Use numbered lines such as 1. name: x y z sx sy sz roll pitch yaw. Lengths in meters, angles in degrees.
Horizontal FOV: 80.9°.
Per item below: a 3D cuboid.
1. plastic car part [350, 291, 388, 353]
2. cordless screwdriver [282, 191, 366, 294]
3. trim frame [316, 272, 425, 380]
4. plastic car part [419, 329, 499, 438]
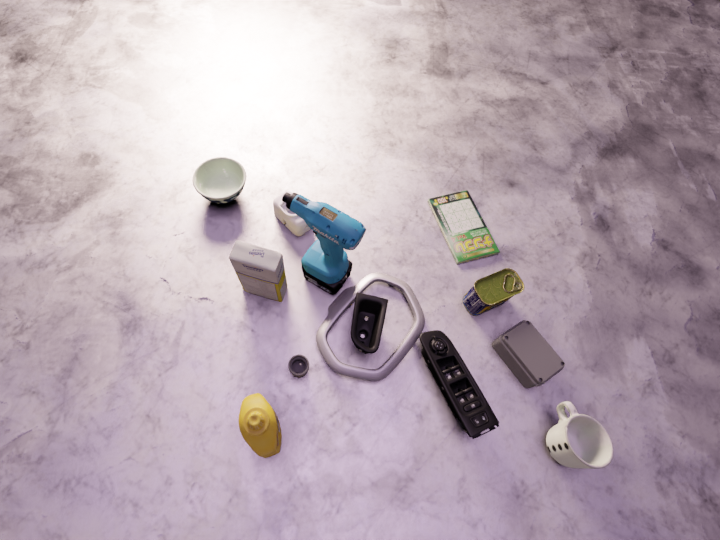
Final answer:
1. plastic car part: 0.011 0.114 0.847 0.066 0.069 0.118 12 64 0
2. cordless screwdriver: -0.081 -0.053 0.830 0.163 0.244 0.074 32 65 9
3. trim frame: 0.022 0.110 0.873 0.190 0.027 0.247 36 67 15
4. plastic car part: 0.176 0.210 0.808 0.065 0.066 0.210 -19 66 -14
